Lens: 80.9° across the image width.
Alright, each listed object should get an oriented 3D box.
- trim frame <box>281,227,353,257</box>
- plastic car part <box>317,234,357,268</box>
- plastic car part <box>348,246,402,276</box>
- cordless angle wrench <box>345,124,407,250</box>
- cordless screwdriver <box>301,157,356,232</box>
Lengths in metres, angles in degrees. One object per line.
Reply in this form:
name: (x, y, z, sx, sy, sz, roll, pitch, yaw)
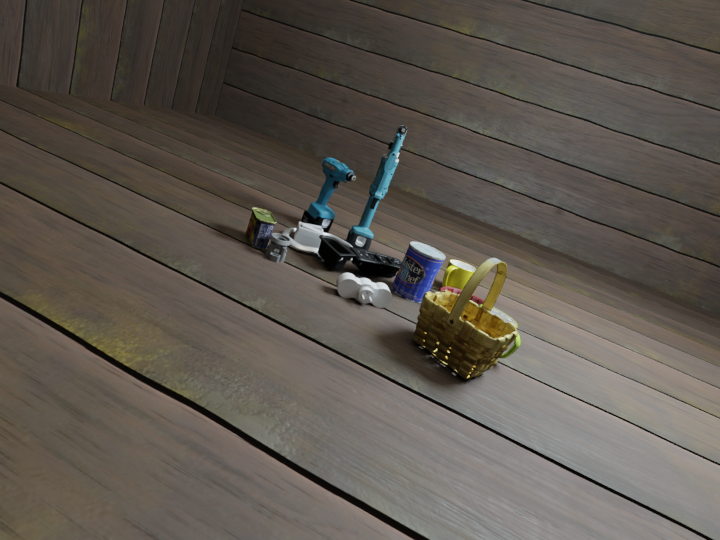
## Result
trim frame: (-0.127, -0.083, 1.300, 0.237, 0.027, 0.194, 8, 22, -31)
plastic car part: (-0.077, -0.043, 1.174, 0.063, 0.070, 0.123, 3, 26, -43)
plastic car part: (0.049, -0.017, 1.232, 0.193, 0.066, 0.070, 6, 24, -35)
cordless angle wrench: (0.058, -0.260, 1.362, 0.073, 0.420, 0.100, 19, 18, -8)
cordless screwdriver: (-0.103, -0.243, 1.422, 0.071, 0.247, 0.169, 5, 24, -41)
